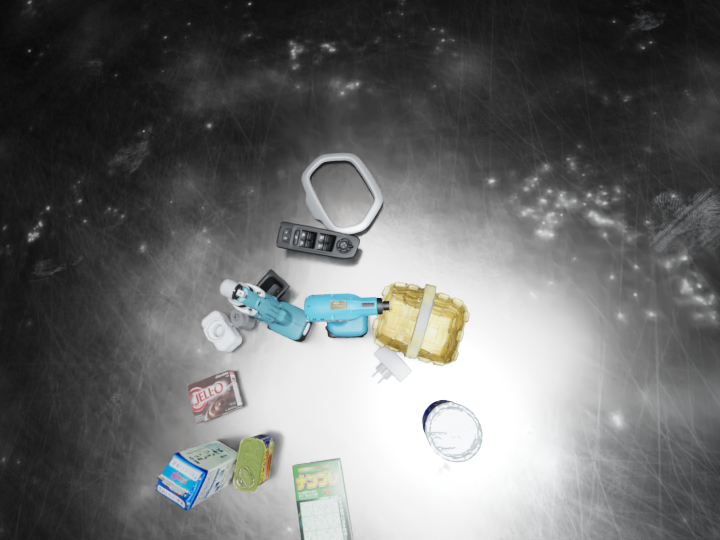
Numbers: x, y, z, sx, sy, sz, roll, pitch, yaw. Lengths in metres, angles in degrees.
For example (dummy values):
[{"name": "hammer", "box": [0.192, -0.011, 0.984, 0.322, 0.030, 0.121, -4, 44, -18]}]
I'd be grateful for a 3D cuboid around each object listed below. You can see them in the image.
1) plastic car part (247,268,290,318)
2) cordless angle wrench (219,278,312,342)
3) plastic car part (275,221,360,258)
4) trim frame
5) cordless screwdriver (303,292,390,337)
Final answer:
[{"name": "plastic car part", "box": [-0.226, 0.065, 1.023, 0.068, 0.069, 0.116, 39, 83, 16]}, {"name": "cordless angle wrench", "box": [-0.183, 0.076, 0.831, 0.100, 0.410, 0.074, 22, 78, 11]}, {"name": "plastic car part", "box": [-0.102, -0.067, 1.044, 0.208, 0.065, 0.067, 10, 76, 13]}, {"name": "trim frame", "box": [-0.053, -0.203, 1.098, 0.184, 0.026, 0.257, -30, 70, 0]}, {"name": "cordless screwdriver", "box": [-0.016, 0.093, 0.885, 0.161, 0.241, 0.076, -2, 75, 6]}]
